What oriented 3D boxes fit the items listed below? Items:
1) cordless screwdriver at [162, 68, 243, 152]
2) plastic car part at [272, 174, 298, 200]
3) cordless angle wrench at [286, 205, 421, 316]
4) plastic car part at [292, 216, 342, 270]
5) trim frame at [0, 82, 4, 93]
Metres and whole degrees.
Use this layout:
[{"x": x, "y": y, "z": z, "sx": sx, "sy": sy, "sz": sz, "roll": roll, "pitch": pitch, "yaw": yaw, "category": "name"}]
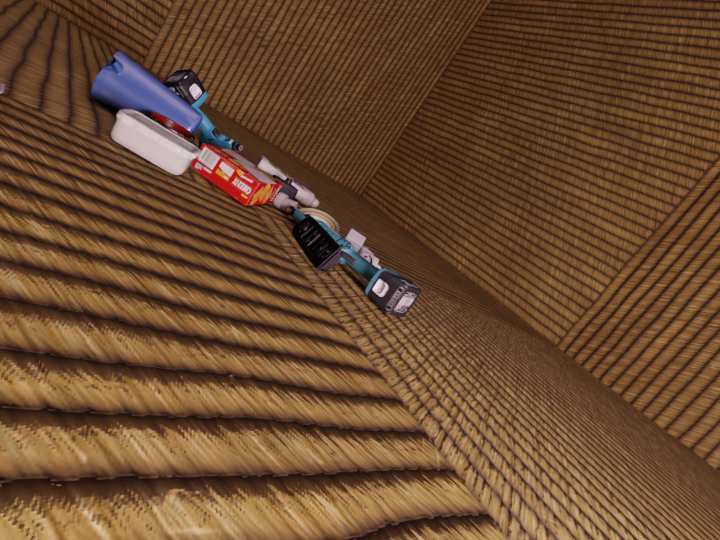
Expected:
[{"x": -0.431, "y": -0.426, "z": 1.173, "sx": 0.167, "sy": 0.074, "sz": 0.237, "roll": 18, "pitch": -29, "yaw": 29, "category": "cordless screwdriver"}, {"x": -0.243, "y": -0.256, "z": 1.307, "sx": 0.111, "sy": 0.071, "sz": 0.069, "roll": 23, "pitch": 17, "yaw": -31, "category": "plastic car part"}, {"x": -0.045, "y": -0.048, "z": 1.010, "sx": 0.447, "sy": 0.074, "sz": 0.093, "roll": 39, "pitch": 12, "yaw": 35, "category": "cordless angle wrench"}, {"x": -0.092, "y": -0.060, "z": 0.944, "sx": 0.063, "sy": 0.066, "sz": 0.214, "roll": 37, "pitch": 7, "yaw": -40, "category": "plastic car part"}, {"x": -0.615, "y": -0.300, "z": 0.596, "sx": 0.174, "sy": 0.027, "sz": 0.263, "roll": 23, "pitch": 14, "yaw": -46, "category": "trim frame"}]
